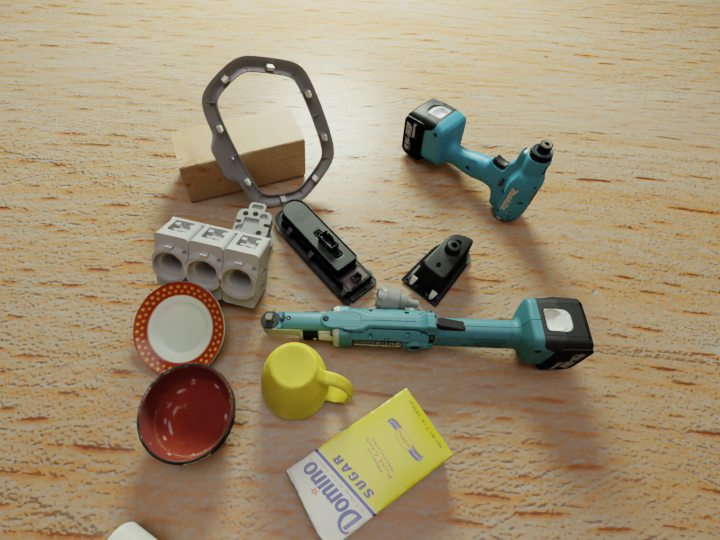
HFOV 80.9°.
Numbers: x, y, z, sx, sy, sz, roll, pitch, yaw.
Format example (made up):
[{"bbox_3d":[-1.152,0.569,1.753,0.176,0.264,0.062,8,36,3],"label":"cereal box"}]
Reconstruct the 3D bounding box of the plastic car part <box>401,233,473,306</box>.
[{"bbox_3d":[0.128,-0.015,0.641,0.068,0.069,0.115,39,68,15],"label":"plastic car part"}]

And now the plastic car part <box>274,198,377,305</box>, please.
[{"bbox_3d":[-0.064,-0.042,0.659,0.066,0.065,0.212,-38,65,-16],"label":"plastic car part"}]

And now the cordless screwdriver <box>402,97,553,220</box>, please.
[{"bbox_3d":[0.190,-0.205,0.708,0.073,0.155,0.259,-36,66,-23],"label":"cordless screwdriver"}]

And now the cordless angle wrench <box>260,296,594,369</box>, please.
[{"bbox_3d":[0.075,0.080,0.578,0.426,0.095,0.076,2,60,4],"label":"cordless angle wrench"}]

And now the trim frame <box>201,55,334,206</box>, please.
[{"bbox_3d":[-0.138,-0.207,0.659,0.183,0.237,0.029,-25,40,-4],"label":"trim frame"}]
